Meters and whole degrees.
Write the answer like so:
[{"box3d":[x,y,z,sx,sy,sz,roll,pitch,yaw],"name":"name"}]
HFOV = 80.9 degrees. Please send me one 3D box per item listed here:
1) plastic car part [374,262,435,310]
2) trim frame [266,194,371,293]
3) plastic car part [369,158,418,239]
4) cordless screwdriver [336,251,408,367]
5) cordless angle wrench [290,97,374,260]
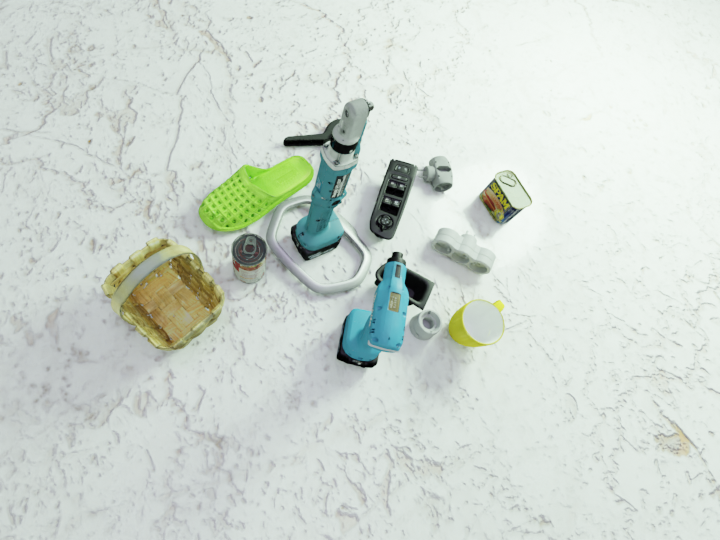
[{"box3d":[0.079,0.033,0.869,0.117,0.070,0.066,29,65,3],"name":"plastic car part"},{"box3d":[-0.089,-0.058,0.908,0.254,0.027,0.182,43,67,11],"name":"trim frame"},{"box3d":[0.067,-0.154,0.954,0.066,0.066,0.205,20,64,-3],"name":"plastic car part"},{"box3d":[0.024,0.079,0.741,0.074,0.247,0.162,15,65,-8],"name":"cordless screwdriver"},{"box3d":[-0.053,-0.138,0.733,0.096,0.420,0.076,-23,76,-21],"name":"cordless angle wrench"}]
